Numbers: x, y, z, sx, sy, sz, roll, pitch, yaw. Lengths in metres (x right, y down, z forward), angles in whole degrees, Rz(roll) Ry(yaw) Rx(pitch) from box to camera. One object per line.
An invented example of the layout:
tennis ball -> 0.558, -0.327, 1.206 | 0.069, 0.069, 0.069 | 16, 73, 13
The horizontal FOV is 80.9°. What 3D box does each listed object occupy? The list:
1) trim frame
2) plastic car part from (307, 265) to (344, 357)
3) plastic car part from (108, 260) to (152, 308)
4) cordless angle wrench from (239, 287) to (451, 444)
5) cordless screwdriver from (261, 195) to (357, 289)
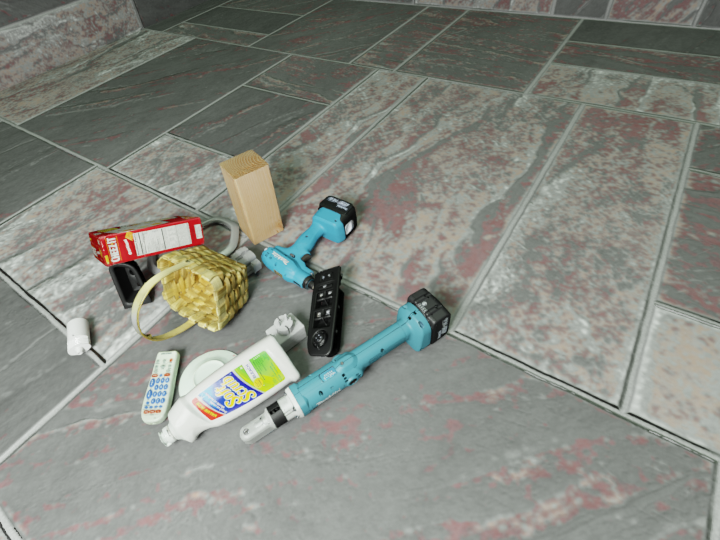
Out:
trim frame -> -0.426, -0.061, 1.086 | 0.245, 0.026, 0.194 | -33, 52, -19
plastic car part -> -0.067, 0.091, 0.859 | 0.068, 0.063, 0.208 | -14, 45, 21
plastic car part -> -0.528, 0.019, 0.979 | 0.065, 0.113, 0.073 | -14, 23, -6
cordless angle wrench -> -0.026, 0.178, 0.761 | 0.417, 0.094, 0.078 | -31, 54, -15
cordless screwdriver -> -0.099, -0.064, 1.008 | 0.168, 0.071, 0.246 | 30, 62, 30
